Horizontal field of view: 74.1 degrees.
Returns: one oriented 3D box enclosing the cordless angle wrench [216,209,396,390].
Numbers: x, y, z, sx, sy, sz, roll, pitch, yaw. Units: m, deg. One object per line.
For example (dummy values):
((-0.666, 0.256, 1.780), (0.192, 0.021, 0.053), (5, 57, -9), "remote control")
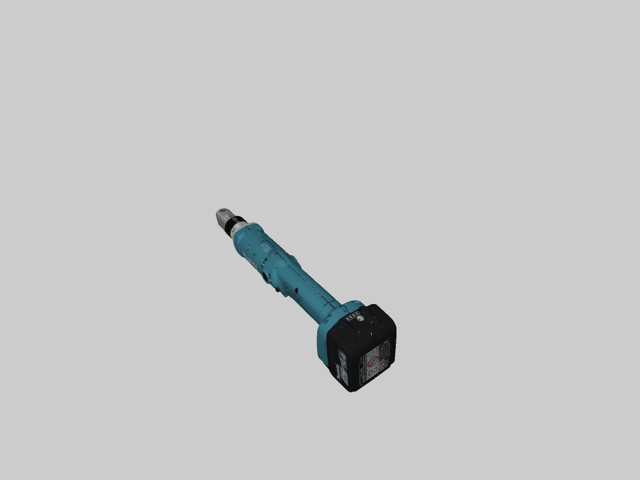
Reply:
((-0.060, 0.047, 0.642), (0.074, 0.098, 0.422), (-26, 42, -26), "cordless angle wrench")
